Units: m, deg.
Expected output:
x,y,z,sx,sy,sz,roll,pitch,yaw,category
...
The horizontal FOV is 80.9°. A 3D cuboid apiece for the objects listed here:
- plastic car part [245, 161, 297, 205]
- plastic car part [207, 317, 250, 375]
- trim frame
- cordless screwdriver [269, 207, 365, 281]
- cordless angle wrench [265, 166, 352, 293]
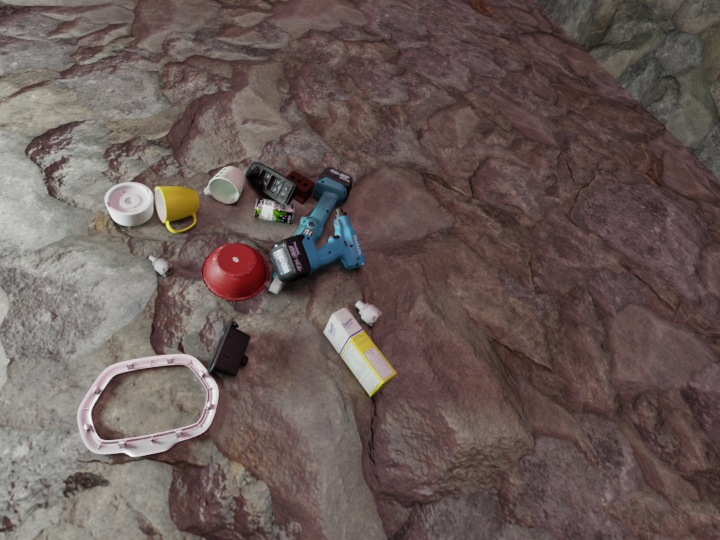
x,y,z,sx,sy,sz,roll,pitch,yaw,category
-0.239,-0.242,1.158,0.214,0.066,0.064,33,18,32,plastic car part
-0.264,0.169,0.872,0.069,0.066,0.119,23,51,-18,plastic car part
-0.395,0.249,0.797,0.241,0.027,0.191,-4,56,-19,trim frame
-0.100,-0.065,1.021,0.239,0.077,0.161,-14,83,-43,cordless screwdriver
-0.133,-0.107,1.107,0.098,0.073,0.426,23,54,1,cordless angle wrench
